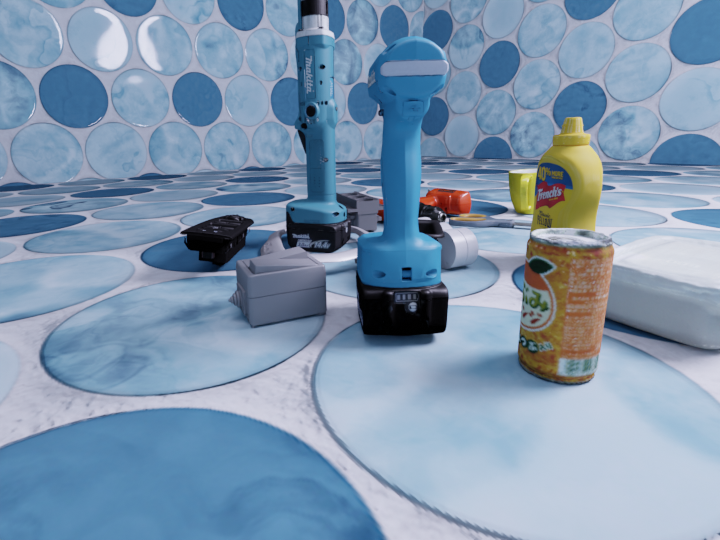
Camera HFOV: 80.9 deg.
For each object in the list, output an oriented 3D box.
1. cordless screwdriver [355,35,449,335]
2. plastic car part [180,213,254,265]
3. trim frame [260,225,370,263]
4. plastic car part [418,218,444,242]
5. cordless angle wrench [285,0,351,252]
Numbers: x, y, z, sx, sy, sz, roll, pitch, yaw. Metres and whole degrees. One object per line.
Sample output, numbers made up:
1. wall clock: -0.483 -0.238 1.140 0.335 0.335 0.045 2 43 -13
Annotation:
1. cordless screwdriver: 0.033 -0.074 0.401 0.074 0.244 0.162 -1 16 -4
2. plastic car part: -0.200 -0.048 0.630 0.066 0.066 0.207 -2 18 -3
3. trim frame: -0.065 -0.042 0.664 0.181 0.027 0.257 -6 18 -12
4. plastic car part: 0.069 -0.024 0.525 0.067 0.070 0.117 1 17 6
5. cordless angle wrench: -0.067 -0.240 0.645 0.101 0.416 0.073 5 16 20
